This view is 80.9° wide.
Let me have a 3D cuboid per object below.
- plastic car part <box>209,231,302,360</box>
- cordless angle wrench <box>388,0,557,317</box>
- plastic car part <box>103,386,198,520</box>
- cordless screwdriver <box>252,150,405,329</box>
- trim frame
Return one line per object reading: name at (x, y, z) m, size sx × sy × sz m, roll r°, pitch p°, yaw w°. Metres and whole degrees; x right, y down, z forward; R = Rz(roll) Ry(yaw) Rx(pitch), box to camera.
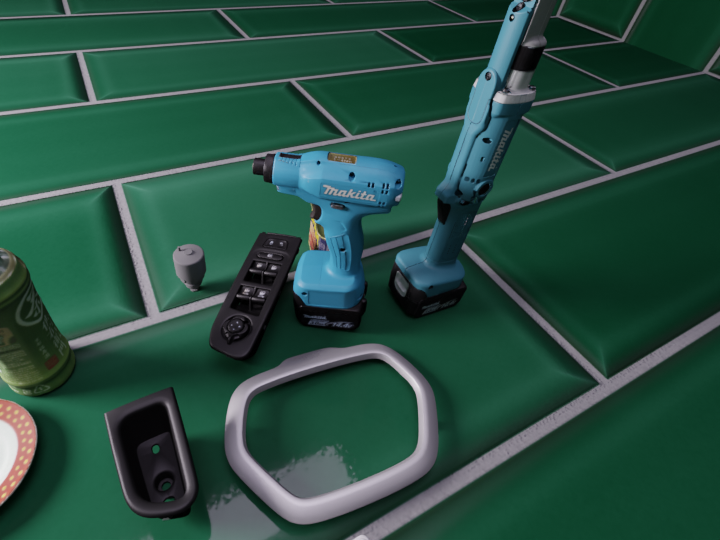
plastic car part at (-0.138, 0.035, 0.563) m, size 0.067 × 0.065 × 0.206 m, roll 13°, pitch 45°, yaw 3°
cordless angle wrench at (0.125, -0.107, 0.491) m, size 0.095 × 0.413 × 0.078 m, roll -13°, pitch 50°, yaw -24°
plastic car part at (-0.192, 0.186, 0.402) m, size 0.064 × 0.069 × 0.123 m, roll -19°, pitch 51°, yaw -26°
cordless screwdriver at (-0.050, -0.033, 0.516) m, size 0.159 × 0.243 × 0.076 m, roll 10°, pitch 44°, yaw -1°
trim frame at (-0.027, 0.164, 0.474) m, size 0.242 × 0.027 × 0.194 m, roll -15°, pitch 49°, yaw -20°
